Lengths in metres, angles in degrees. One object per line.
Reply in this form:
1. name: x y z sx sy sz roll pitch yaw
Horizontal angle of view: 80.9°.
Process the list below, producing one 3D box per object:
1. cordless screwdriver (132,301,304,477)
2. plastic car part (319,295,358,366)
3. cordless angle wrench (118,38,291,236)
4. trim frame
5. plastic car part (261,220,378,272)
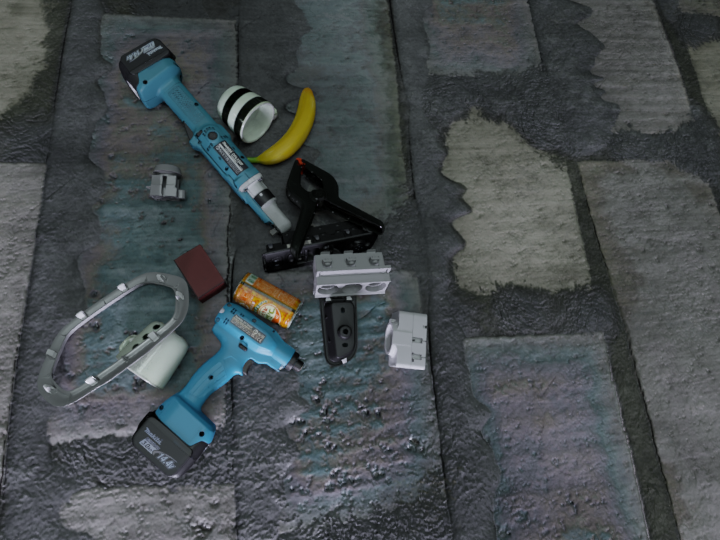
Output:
1. cordless screwdriver: -0.211 0.189 0.648 0.160 0.074 0.248 33 70 2
2. plastic car part: -0.030 0.095 0.694 0.065 0.070 0.119 -2 73 -8
3. cordless angle wrench: -0.267 -0.231 0.763 0.097 0.074 0.427 -40 84 -15
4. trim frame: -0.369 0.090 0.633 0.246 0.026 0.195 -37 48 -15
5. plastic car part: -0.072 -0.047 0.739 0.200 0.064 0.070 -9 53 -8
